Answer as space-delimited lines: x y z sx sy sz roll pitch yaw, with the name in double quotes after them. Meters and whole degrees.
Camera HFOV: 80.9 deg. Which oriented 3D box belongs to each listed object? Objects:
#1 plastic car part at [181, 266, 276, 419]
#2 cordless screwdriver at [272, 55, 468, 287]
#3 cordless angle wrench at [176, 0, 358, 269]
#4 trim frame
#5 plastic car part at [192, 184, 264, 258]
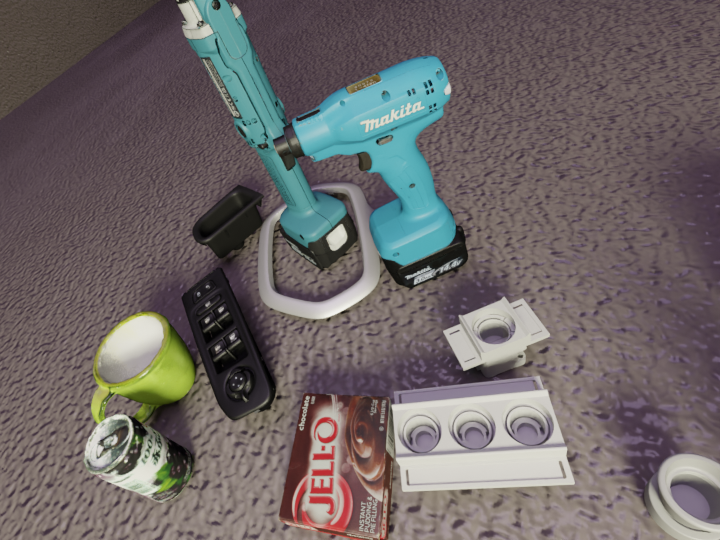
-0.153 0.089 0.499 0.066 0.064 0.214 -33 46 -7 "plastic car part"
0.024 -0.080 0.445 0.160 0.236 0.078 -20 46 5 "cordless screwdriver"
-0.108 -0.165 0.462 0.074 0.402 0.104 -42 49 -17 "cordless angle wrench"
-0.058 -0.038 0.591 0.186 0.026 0.258 -18 47 9 "trim frame"
-0.197 -0.066 0.649 0.070 0.067 0.116 25 64 37 "plastic car part"
